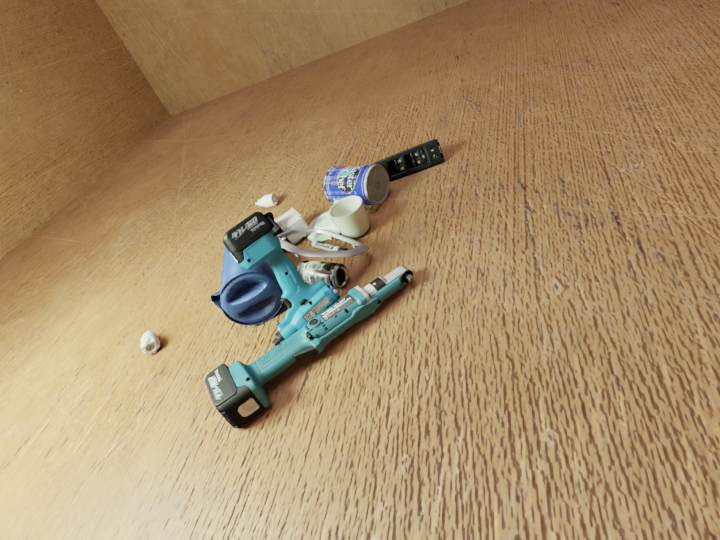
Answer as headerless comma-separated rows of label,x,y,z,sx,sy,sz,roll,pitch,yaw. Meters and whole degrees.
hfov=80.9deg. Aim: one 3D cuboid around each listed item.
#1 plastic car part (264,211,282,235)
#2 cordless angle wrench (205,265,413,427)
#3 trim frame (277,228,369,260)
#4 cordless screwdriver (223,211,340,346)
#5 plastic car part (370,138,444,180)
plastic car part,-0.225,-0.089,1.087,0.073,0.114,0.065,43,68,15
cordless angle wrench,-0.076,0.114,0.773,0.419,0.071,0.103,-35,37,-12
trim frame,-0.093,-0.061,0.954,0.177,0.027,0.262,-14,21,-34
cordless screwdriver,-0.173,0.018,0.820,0.158,0.246,0.076,-43,6,-13
plastic car part,0.115,-0.294,1.142,0.206,0.064,0.068,-19,26,12
